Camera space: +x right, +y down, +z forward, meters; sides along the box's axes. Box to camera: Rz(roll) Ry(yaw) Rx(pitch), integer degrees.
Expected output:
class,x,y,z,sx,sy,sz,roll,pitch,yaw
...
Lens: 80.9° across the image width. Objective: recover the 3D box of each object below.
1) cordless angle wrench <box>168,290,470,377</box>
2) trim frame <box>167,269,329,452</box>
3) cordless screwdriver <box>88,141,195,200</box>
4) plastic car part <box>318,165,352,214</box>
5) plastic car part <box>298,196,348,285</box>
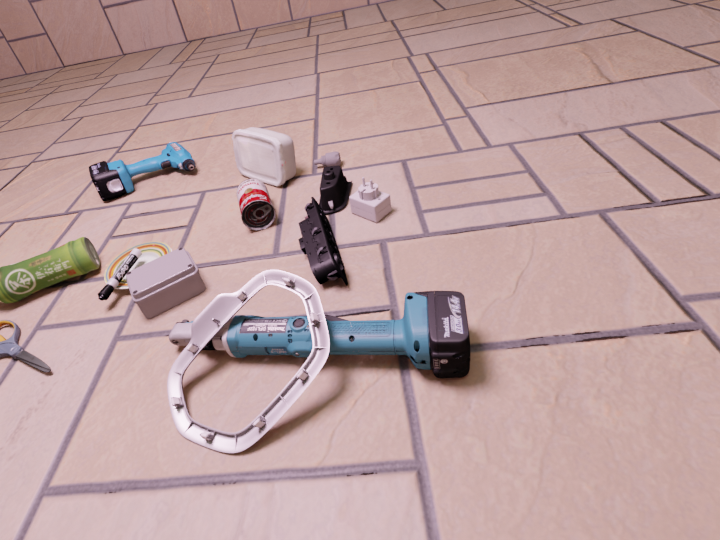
class,x,y,z,sx,sy,sz,roll,pitch,yaw
cordless angle wrench,-0.076,0.088,0.580,0.433,0.071,0.100,-3,41,15
trim frame,-0.149,0.108,0.543,0.248,0.026,0.194,-48,59,-4
cordless screwdriver,-0.556,-0.257,1.093,0.244,0.071,0.169,-29,43,-23
plastic car part,-0.059,-0.176,0.869,0.067,0.068,0.119,-4,38,10
plastic car part,-0.072,-0.047,0.734,0.067,0.063,0.213,-25,42,-1
